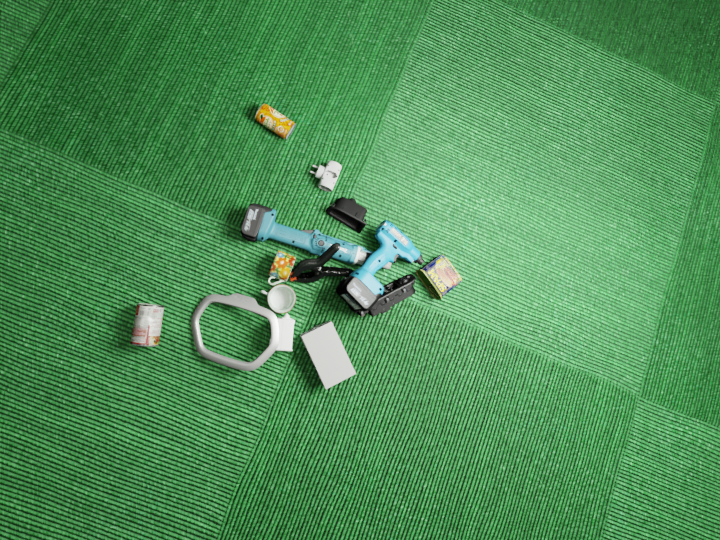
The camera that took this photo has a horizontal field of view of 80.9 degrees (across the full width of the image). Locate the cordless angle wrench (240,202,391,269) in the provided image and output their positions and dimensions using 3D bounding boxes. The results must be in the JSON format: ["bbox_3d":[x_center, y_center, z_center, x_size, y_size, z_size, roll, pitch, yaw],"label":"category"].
[{"bbox_3d":[-0.113,-0.074,1.158,0.417,0.075,0.098,17,81,-7],"label":"cordless angle wrench"}]

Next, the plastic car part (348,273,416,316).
[{"bbox_3d":[0.072,0.075,1.163,0.201,0.068,0.066,-31,100,-10],"label":"plastic car part"}]

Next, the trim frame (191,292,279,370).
[{"bbox_3d":[-0.326,0.154,1.094,0.255,0.027,0.184,13,85,14],"label":"trim frame"}]

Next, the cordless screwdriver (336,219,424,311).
[{"bbox_3d":[0.059,0.003,1.121,0.156,0.076,0.248,40,69,-10],"label":"cordless screwdriver"}]

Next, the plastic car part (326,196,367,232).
[{"bbox_3d":[-0.029,-0.168,1.187,0.117,0.066,0.071,33,65,0],"label":"plastic car part"}]
